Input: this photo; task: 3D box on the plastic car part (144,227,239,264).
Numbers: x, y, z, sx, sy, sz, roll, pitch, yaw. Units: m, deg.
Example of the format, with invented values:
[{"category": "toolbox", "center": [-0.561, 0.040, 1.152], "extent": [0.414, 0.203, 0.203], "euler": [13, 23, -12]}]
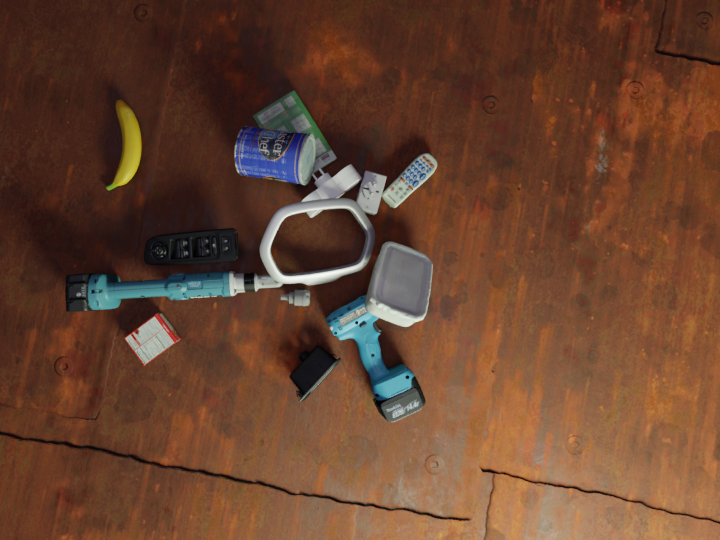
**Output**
[{"category": "plastic car part", "center": [-0.349, -0.049, 0.882], "extent": [0.204, 0.067, 0.066], "euler": [-5, 96, 3]}]

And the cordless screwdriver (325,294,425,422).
[{"category": "cordless screwdriver", "center": [0.053, 0.168, 0.876], "extent": [0.159, 0.074, 0.251], "euler": [-29, 85, -4]}]

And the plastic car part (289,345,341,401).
[{"category": "plastic car part", "center": [-0.103, 0.205, 0.882], "extent": [0.073, 0.064, 0.116], "euler": [39, 84, 13]}]

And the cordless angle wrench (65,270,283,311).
[{"category": "cordless angle wrench", "center": [-0.370, 0.033, 0.870], "extent": [0.420, 0.098, 0.075], "euler": [-4, 87, -4]}]

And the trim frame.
[{"category": "trim frame", "center": [-0.086, -0.056, 0.875], "extent": [0.243, 0.029, 0.181], "euler": [-10, 107, -16]}]
